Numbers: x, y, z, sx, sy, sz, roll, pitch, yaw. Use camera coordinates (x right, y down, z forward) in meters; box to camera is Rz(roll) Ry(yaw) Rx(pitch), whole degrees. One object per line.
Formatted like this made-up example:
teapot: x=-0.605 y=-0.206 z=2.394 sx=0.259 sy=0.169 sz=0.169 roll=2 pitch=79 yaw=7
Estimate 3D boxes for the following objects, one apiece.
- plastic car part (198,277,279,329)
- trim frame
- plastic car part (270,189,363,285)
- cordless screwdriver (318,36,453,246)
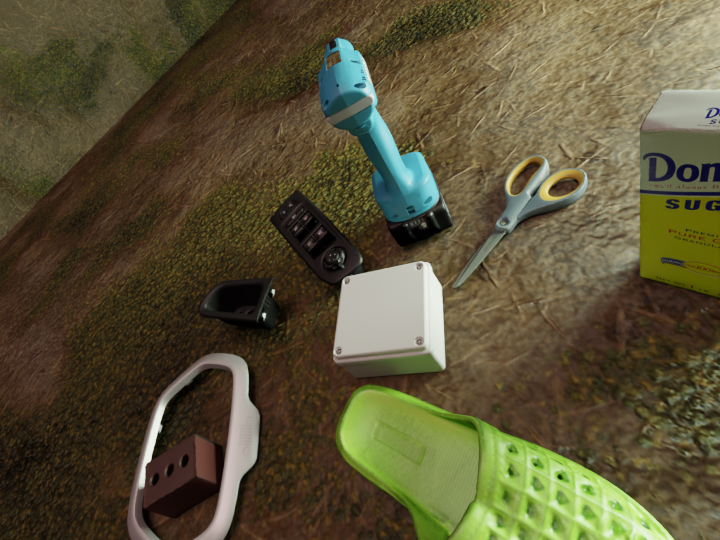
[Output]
plastic car part: x=-0.161 y=0.055 z=0.597 sx=0.121 sy=0.067 sz=0.067 roll=-5 pitch=53 yaw=33
trim frame: x=-0.206 y=0.219 z=0.523 sx=0.188 sy=0.026 sz=0.257 roll=-22 pitch=46 yaw=19
plastic car part: x=-0.059 y=-0.039 z=0.603 sx=0.066 sy=0.063 sz=0.214 roll=-42 pitch=43 yaw=-2
cordless screwdriver: x=0.026 y=-0.154 z=0.511 sx=0.076 sy=0.235 sz=0.165 roll=-24 pitch=44 yaw=17
